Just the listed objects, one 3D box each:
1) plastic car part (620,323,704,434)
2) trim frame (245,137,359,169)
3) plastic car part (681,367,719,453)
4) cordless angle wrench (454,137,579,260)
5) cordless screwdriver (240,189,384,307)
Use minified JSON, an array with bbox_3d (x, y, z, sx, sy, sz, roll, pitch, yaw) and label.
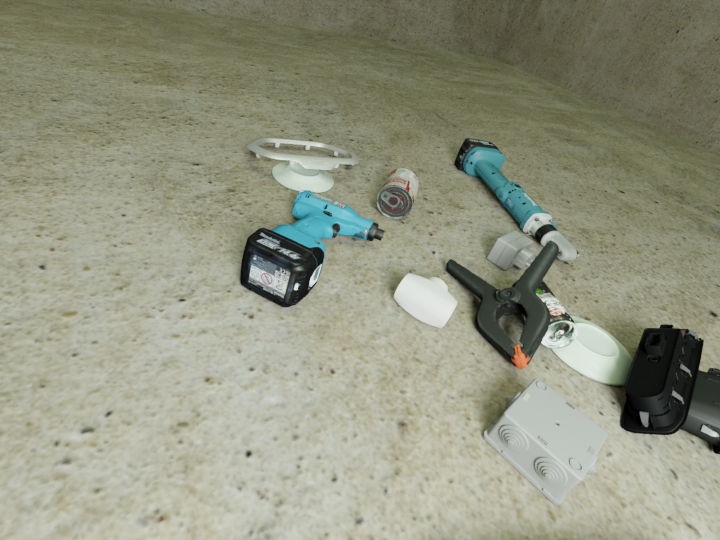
[{"bbox_3d":[0.385,0.127,0.542,0.069,0.065,0.199,-1,31,45],"label":"plastic car part"},{"bbox_3d":[-0.121,-0.250,0.900,0.239,0.027,0.194,-1,27,-27],"label":"trim frame"},{"bbox_3d":[0.428,0.166,0.543,0.075,0.064,0.114,21,37,32],"label":"plastic car part"},{"bbox_3d":[0.338,-0.166,0.941,0.095,0.073,0.442,2,40,-18],"label":"cordless angle wrench"},{"bbox_3d":[-0.062,-0.040,0.630,0.162,0.073,0.248,21,32,7],"label":"cordless screwdriver"}]
